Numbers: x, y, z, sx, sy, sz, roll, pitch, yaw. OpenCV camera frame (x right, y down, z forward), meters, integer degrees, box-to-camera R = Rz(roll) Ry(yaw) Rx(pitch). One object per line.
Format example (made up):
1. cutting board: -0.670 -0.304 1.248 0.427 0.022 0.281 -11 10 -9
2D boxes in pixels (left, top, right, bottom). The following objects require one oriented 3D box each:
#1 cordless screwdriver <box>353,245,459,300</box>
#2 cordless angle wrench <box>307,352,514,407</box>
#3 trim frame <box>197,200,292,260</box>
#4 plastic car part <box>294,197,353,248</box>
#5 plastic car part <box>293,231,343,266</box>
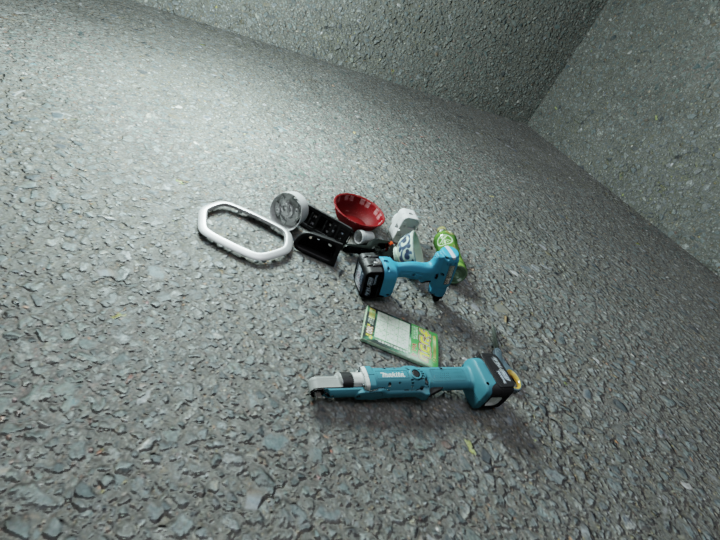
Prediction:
1. cordless screwdriver: 0.110 0.023 1.035 0.244 0.155 0.078 -5 40 -12
2. cordless angle wrench: 0.099 0.216 0.817 0.409 0.073 0.102 4 40 -21
3. trim frame: -0.283 -0.100 1.041 0.251 0.027 0.185 23 38 3
4. plastic car part: -0.115 -0.139 1.157 0.206 0.066 0.066 29 26 6
5. plastic car part: -0.106 -0.069 1.082 0.117 0.065 0.071 23 20 3
